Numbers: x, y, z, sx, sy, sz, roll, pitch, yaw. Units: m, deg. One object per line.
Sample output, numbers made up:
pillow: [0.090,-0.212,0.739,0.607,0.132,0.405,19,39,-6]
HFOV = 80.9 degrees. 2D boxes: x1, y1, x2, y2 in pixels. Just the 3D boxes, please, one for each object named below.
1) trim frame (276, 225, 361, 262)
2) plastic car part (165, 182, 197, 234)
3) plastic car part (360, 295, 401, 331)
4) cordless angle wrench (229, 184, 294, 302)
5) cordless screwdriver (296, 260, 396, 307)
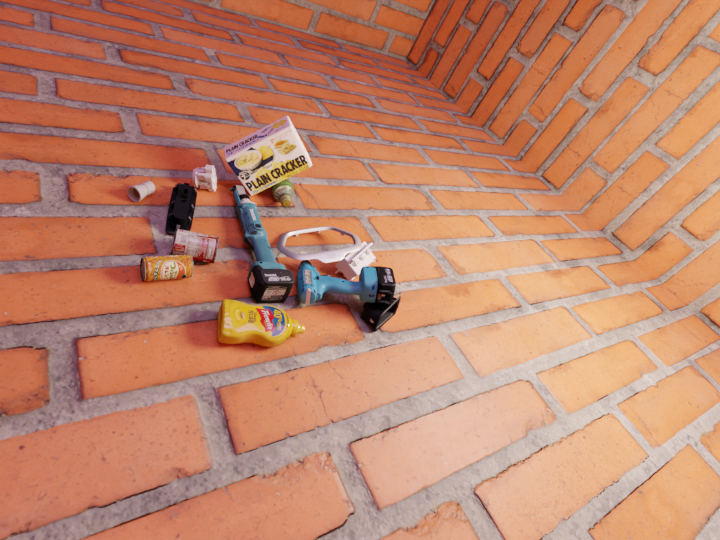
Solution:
trim frame: [-0.116,-0.076,1.191,0.240,0.027,0.195,-10,33,-26]
plastic car part: [-0.468,-0.172,1.117,0.063,0.067,0.211,17,41,-28]
plastic car part: [0.045,0.102,1.113,0.074,0.064,0.113,31,39,26]
cordless angle wrench: [-0.284,-0.098,1.134,0.094,0.074,0.444,1,43,-32]
cordless screwdriver: [-0.042,0.024,1.100,0.246,0.072,0.165,1,33,-7]
